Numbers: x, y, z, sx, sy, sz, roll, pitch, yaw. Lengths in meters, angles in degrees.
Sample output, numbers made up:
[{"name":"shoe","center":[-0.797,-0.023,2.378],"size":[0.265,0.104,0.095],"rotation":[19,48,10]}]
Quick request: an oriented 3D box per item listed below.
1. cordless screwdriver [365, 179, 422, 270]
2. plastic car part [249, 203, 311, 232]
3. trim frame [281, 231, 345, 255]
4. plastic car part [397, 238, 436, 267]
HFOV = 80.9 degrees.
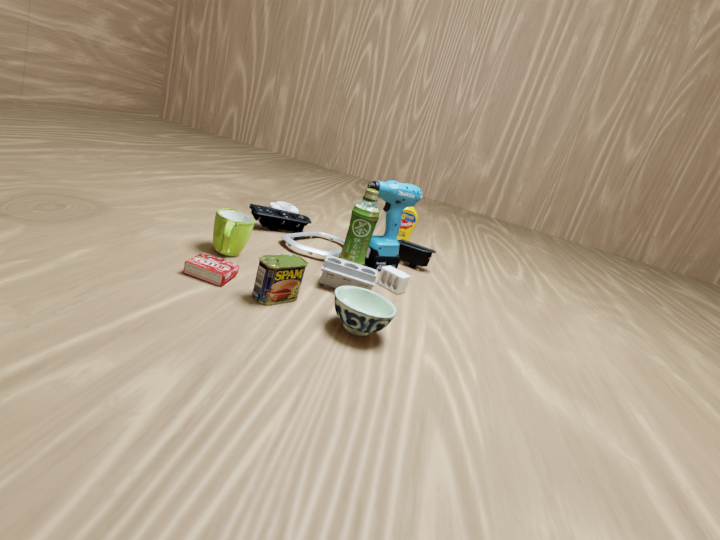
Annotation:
[{"name":"cordless screwdriver","center":[0.062,-0.125,1.160],"size":[0.153,0.246,0.078],"rotation":[7,20,-28]},{"name":"plastic car part","center":[-0.239,-0.151,1.278],"size":[0.194,0.066,0.070],"rotation":[2,22,-34]},{"name":"trim frame","center":[-0.120,-0.078,1.227],"size":[0.193,0.027,0.239],"rotation":[25,21,26]},{"name":"plastic car part","center":[0.160,-0.045,1.284],"size":[0.122,0.070,0.064],"rotation":[24,19,24]}]
